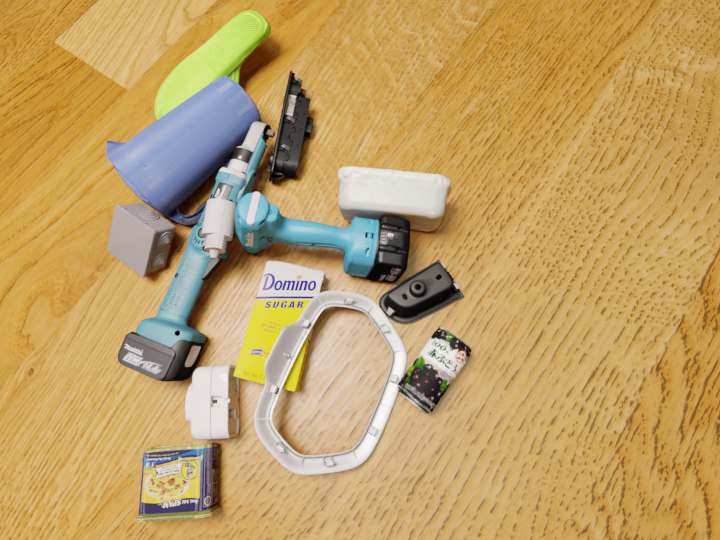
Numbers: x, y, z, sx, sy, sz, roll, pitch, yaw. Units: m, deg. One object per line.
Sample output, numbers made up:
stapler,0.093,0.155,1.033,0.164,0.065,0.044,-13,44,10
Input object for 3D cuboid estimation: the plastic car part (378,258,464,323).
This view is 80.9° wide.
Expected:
plastic car part,0.086,0.029,0.604,0.116,0.069,0.068,-28,70,-7

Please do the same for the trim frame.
trim frame,-0.038,0.146,0.573,0.184,0.027,0.249,27,72,-1

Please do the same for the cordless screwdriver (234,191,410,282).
cordless screwdriver,-0.061,-0.040,0.628,0.246,0.158,0.075,12,70,-6

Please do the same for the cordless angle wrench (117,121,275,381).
cordless angle wrench,-0.232,-0.048,0.656,0.100,0.072,0.425,17,77,11

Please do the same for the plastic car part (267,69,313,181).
plastic car part,-0.121,-0.240,0.736,0.065,0.067,0.205,17,70,-16
